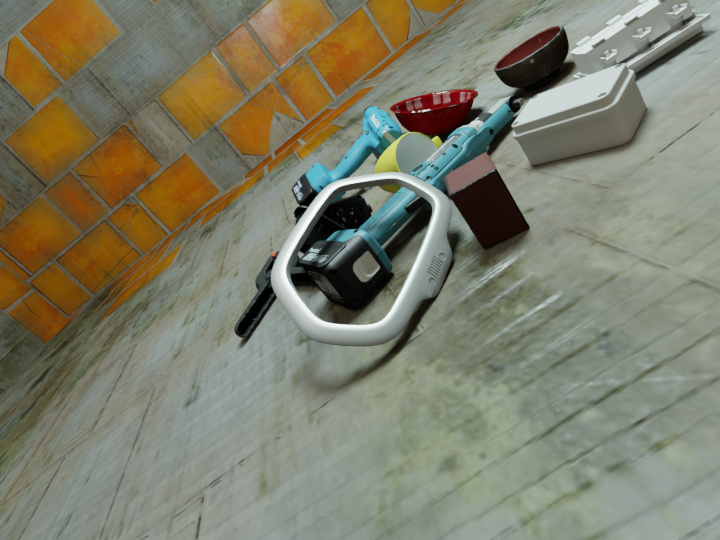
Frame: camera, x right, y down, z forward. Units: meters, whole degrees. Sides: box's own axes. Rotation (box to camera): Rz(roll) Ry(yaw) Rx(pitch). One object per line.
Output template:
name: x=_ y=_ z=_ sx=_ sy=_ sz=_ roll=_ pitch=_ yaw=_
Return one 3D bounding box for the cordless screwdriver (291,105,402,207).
cordless screwdriver: x=-0.033 y=-0.229 z=0.872 sx=0.251 sy=0.070 sz=0.166 roll=-41 pitch=39 yaw=18

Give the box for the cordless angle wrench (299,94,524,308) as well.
cordless angle wrench: x=0.095 y=-0.122 z=0.600 sx=0.420 sy=0.072 sz=0.102 roll=-45 pitch=23 yaw=-17

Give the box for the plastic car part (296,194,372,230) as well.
plastic car part: x=-0.047 y=-0.094 z=0.756 sx=0.211 sy=0.064 sz=0.066 roll=-9 pitch=27 yaw=49

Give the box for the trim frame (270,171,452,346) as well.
trim frame: x=0.006 y=-0.026 z=0.481 sx=0.191 sy=0.026 sz=0.249 roll=15 pitch=57 yaw=21

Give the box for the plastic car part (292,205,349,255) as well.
plastic car part: x=-0.063 y=-0.041 z=0.647 sx=0.069 sy=0.111 sz=0.072 roll=-11 pitch=59 yaw=51
